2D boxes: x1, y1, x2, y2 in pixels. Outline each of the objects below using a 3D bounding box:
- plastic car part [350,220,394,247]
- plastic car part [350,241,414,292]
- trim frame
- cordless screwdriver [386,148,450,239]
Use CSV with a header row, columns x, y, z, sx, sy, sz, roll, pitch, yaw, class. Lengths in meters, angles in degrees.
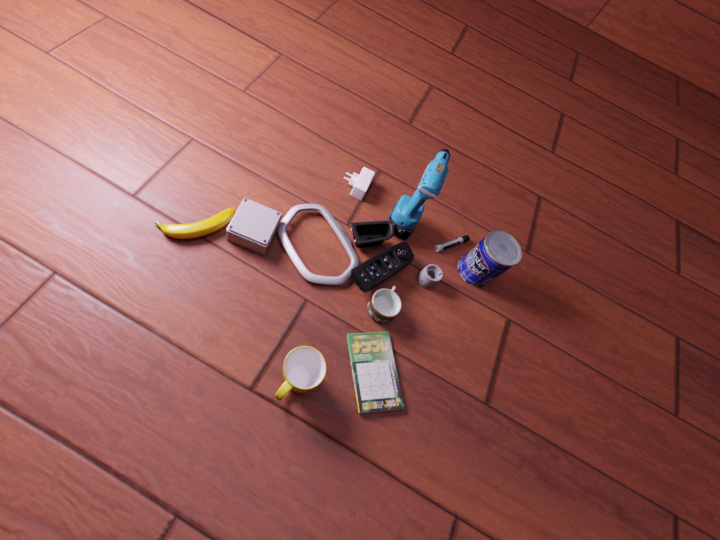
x,y,z,sx,sy,sz,roll,pitch,yaw,class
0.028,-0.089,1.122,0.113,0.070,0.068,-6,65,-19,plastic car part
0.057,-0.007,1.085,0.199,0.067,0.068,-31,76,-28,plastic car part
-0.108,-0.070,1.100,0.180,0.027,0.256,-26,71,-26,trim frame
0.156,-0.200,1.114,0.074,0.248,0.160,29,58,-4,cordless screwdriver
